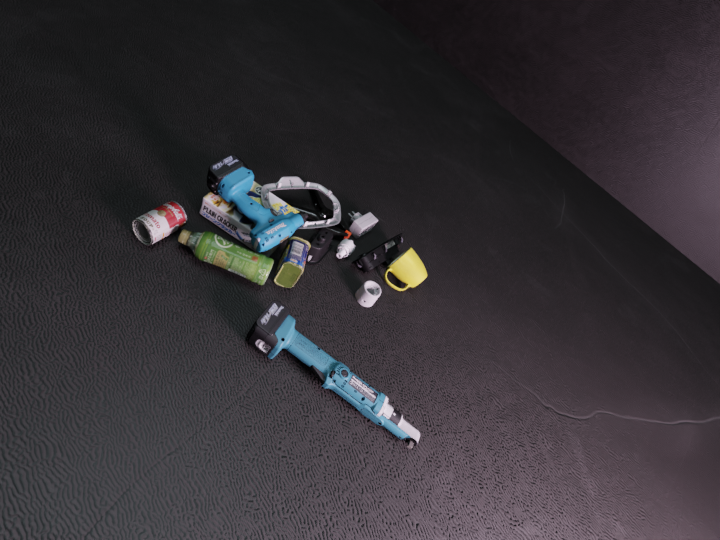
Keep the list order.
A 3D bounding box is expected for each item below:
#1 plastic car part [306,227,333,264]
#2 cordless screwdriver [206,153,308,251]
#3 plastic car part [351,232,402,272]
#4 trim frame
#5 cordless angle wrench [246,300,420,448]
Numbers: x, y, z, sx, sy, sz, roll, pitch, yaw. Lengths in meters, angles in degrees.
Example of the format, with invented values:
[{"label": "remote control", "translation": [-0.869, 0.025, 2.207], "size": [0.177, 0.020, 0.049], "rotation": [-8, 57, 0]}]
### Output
[{"label": "plastic car part", "translation": [-0.111, -0.072, 1.132], "size": [0.066, 0.071, 0.116], "rotation": [33, 41, 0]}, {"label": "cordless screwdriver", "translation": [-0.253, -0.174, 1.035], "size": [0.156, 0.074, 0.254], "rotation": [-34, 78, -32]}, {"label": "plastic car part", "translation": [0.053, -0.044, 1.209], "size": [0.196, 0.069, 0.067], "rotation": [-26, 95, -43]}, {"label": "trim frame", "translation": [-0.155, -0.187, 1.150], "size": [0.238, 0.027, 0.192], "rotation": [-11, 56, -36]}, {"label": "cordless angle wrench", "translation": [-0.048, 0.229, 0.900], "size": [0.425, 0.074, 0.097], "rotation": [37, 44, 2]}]
